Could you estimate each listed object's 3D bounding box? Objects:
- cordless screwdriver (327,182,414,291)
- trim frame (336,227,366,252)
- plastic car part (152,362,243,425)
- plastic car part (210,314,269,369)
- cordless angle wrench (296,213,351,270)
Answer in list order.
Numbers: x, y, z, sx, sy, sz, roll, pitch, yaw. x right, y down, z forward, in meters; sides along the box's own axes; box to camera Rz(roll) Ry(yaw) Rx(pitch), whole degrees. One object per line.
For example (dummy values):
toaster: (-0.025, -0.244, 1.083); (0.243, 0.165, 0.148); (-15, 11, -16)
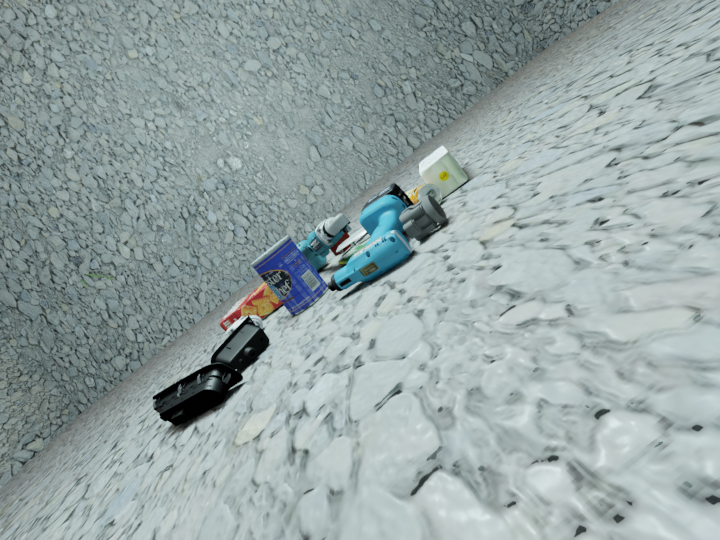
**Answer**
cordless screwdriver: (0.024, -0.060, 0.789); (0.162, 0.072, 0.251); (-33, 20, 27)
trim frame: (0.035, -0.119, 1.103); (0.246, 0.027, 0.188); (-41, 9, -20)
plastic car part: (-0.285, 0.215, 0.717); (0.206, 0.064, 0.068); (-33, 19, 24)
plastic car part: (-0.217, 0.148, 0.797); (0.074, 0.064, 0.115); (-8, 32, 44)
cordless angle wrench: (-0.100, -0.065, 1.018); (0.074, 0.098, 0.428); (-43, 5, -19)
